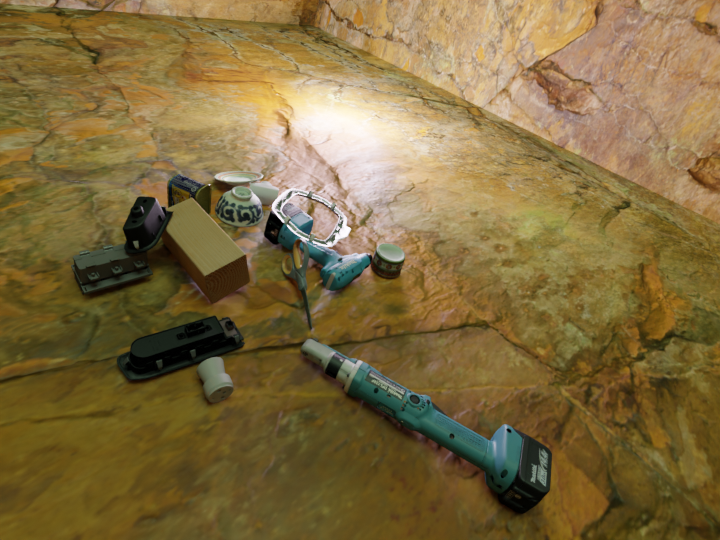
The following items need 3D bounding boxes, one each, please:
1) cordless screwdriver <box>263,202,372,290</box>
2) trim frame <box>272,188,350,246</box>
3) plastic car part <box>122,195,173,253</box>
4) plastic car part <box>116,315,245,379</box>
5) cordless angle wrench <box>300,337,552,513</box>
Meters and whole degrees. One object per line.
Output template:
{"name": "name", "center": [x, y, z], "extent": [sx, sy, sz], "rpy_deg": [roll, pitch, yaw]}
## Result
{"name": "cordless screwdriver", "center": [-0.097, -0.064, 0.994], "extent": [0.259, 0.073, 0.155], "rpy_deg": [38, 40, 20]}
{"name": "trim frame", "center": [-0.109, -0.130, 0.993], "extent": [0.184, 0.027, 0.249], "rpy_deg": [31, 26, -3]}
{"name": "plastic car part", "center": [-0.409, -0.096, 0.795], "extent": [0.066, 0.069, 0.120], "rpy_deg": [3, 46, -1]}
{"name": "plastic car part", "center": [-0.293, 0.121, 0.702], "extent": [0.196, 0.066, 0.069], "rpy_deg": [-19, 58, -33]}
{"name": "cordless angle wrench", "center": [0.084, 0.228, 0.699], "extent": [0.436, 0.073, 0.097], "rpy_deg": [26, 38, 16]}
